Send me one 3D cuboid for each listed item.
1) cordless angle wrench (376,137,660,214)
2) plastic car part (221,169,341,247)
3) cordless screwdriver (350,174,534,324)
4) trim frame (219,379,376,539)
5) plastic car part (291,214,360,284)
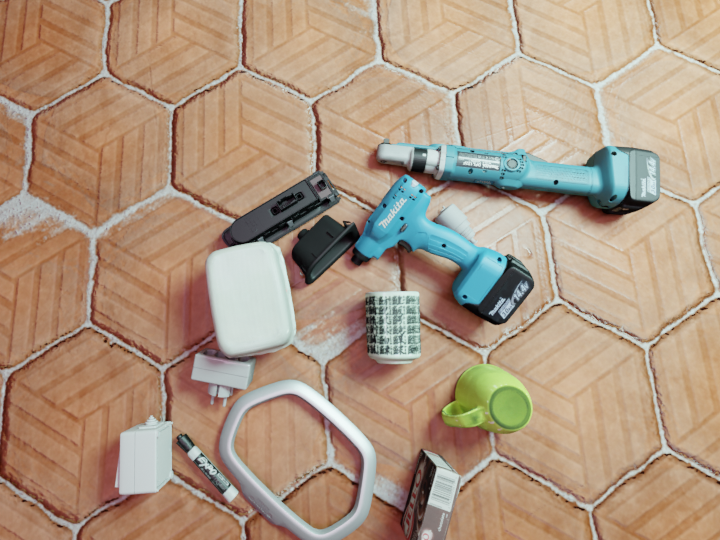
[{"bbox_3d":[0.237,-0.164,0.684,0.427,0.073,0.099,8,80,5],"label":"cordless angle wrench"},{"bbox_3d":[-0.130,-0.091,0.680,0.202,0.067,0.066,-32,90,-3],"label":"plastic car part"},{"bbox_3d":[0.116,-0.012,0.644,0.251,0.073,0.159,38,108,5],"label":"cordless screwdriver"},{"bbox_3d":[-0.092,0.278,0.621,0.251,0.027,0.184,39,81,6],"label":"trim frame"},{"bbox_3d":[-0.066,-0.043,0.673,0.116,0.063,0.074,-42,69,-4],"label":"plastic car part"}]
